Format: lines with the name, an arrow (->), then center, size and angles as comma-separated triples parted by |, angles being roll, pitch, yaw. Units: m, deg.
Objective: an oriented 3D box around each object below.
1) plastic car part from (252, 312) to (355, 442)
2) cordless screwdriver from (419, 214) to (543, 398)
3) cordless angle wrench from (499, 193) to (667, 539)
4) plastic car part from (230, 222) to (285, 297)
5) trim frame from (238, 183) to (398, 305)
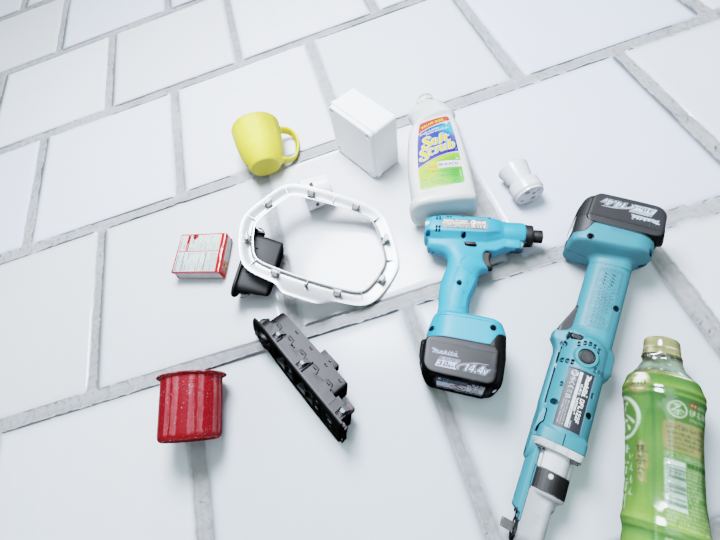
plastic car part -> -0.075, 0.126, 0.571 | 0.066, 0.064, 0.213 | -40, 61, -21
cordless screwdriver -> 0.159, 0.034, 0.557 | 0.163, 0.071, 0.253 | 2, 60, 14
cordless angle wrench -> 0.257, 0.105, 0.498 | 0.102, 0.071, 0.424 | 19, 71, 21
plastic car part -> -0.153, -0.005, 0.665 | 0.071, 0.065, 0.118 | 10, 67, 1
trim frame -> -0.063, -0.041, 0.640 | 0.249, 0.027, 0.186 | 18, 70, 2
